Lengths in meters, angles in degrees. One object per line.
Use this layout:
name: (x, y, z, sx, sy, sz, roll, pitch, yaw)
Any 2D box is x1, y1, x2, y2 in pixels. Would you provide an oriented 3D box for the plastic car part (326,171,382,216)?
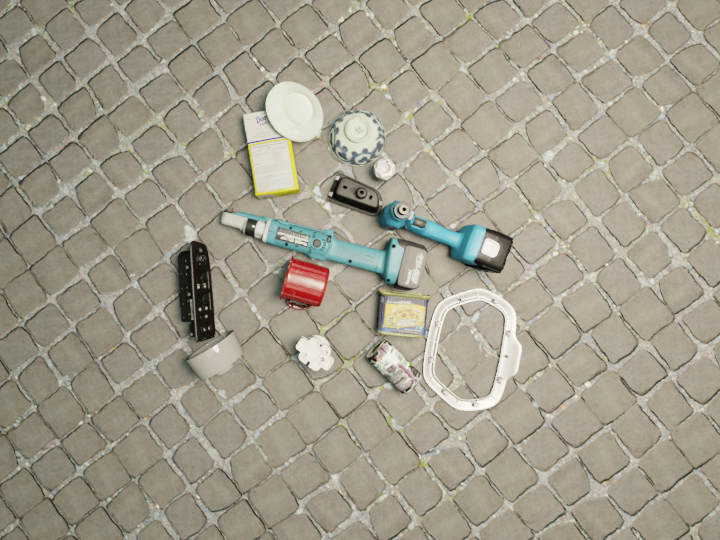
plastic car part: (-0.006, -0.156, 0.861, 0.118, 0.070, 0.066, 22, 90, 5)

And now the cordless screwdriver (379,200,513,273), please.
cordless screwdriver: (0.161, -0.071, 0.806, 0.249, 0.159, 0.074, 21, 89, 0)

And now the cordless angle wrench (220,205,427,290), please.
cordless angle wrench: (-0.084, -0.055, 0.861, 0.427, 0.073, 0.098, 15, 88, 5)

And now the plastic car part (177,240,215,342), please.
plastic car part: (-0.342, 0.040, 0.874, 0.070, 0.064, 0.203, -2, 88, 25)

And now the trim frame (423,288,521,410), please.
trim frame: (0.228, 0.160, 0.857, 0.185, 0.027, 0.249, 12, 86, 2)
